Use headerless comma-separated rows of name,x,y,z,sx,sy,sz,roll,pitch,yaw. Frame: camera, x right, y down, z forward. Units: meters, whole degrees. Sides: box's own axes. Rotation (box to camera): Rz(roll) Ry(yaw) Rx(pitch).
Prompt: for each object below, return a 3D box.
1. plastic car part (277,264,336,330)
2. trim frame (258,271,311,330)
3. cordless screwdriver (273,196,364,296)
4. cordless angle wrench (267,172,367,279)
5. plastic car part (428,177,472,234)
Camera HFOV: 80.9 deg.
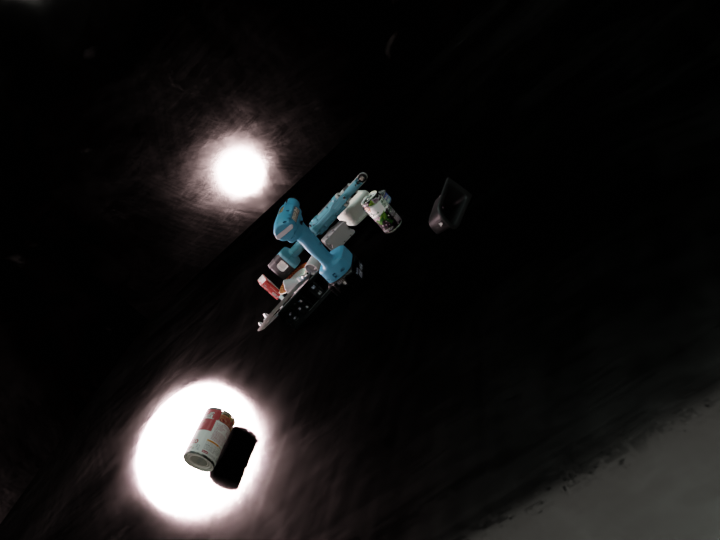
plastic car part,-0.116,0.058,1.072,0.202,0.067,0.066,-48,-7,-5
trim frame,-0.204,0.081,1.127,0.182,0.028,0.249,-46,-1,-32
cordless screwdriver,-0.097,-0.064,0.993,0.075,0.240,0.163,-37,24,23
cordless angle wrench,-0.126,-0.142,1.306,0.426,0.074,0.098,-45,8,21
plastic car part,0.174,-0.123,0.879,0.117,0.065,0.072,-61,9,-31
